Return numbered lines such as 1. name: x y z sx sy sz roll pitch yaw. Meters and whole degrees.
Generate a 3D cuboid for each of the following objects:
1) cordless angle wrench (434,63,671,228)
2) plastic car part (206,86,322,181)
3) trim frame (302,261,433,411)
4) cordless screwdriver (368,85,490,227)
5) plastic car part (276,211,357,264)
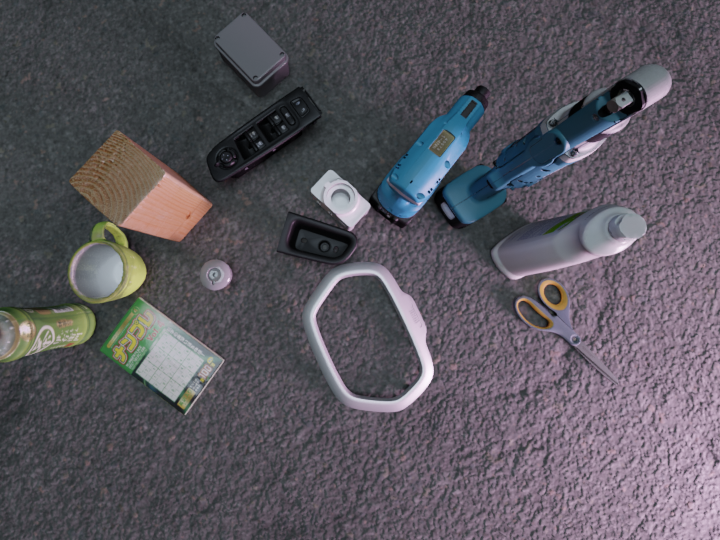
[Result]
1. cordless angle wrench: 0.190 -0.125 0.501 0.098 0.422 0.075 -32 90 -4
2. plastic car part: -0.162 -0.215 0.696 0.202 0.067 0.067 -34 88 -2
3. trim frame: 0.014 0.107 0.679 0.184 0.027 0.251 -26 84 -1
4. cordless screwdriver: 0.090 -0.147 0.592 0.074 0.248 0.159 38 86 -1
5. plastic car part: -0.066 -0.043 0.674 0.117 0.070 0.066 16 86 1
